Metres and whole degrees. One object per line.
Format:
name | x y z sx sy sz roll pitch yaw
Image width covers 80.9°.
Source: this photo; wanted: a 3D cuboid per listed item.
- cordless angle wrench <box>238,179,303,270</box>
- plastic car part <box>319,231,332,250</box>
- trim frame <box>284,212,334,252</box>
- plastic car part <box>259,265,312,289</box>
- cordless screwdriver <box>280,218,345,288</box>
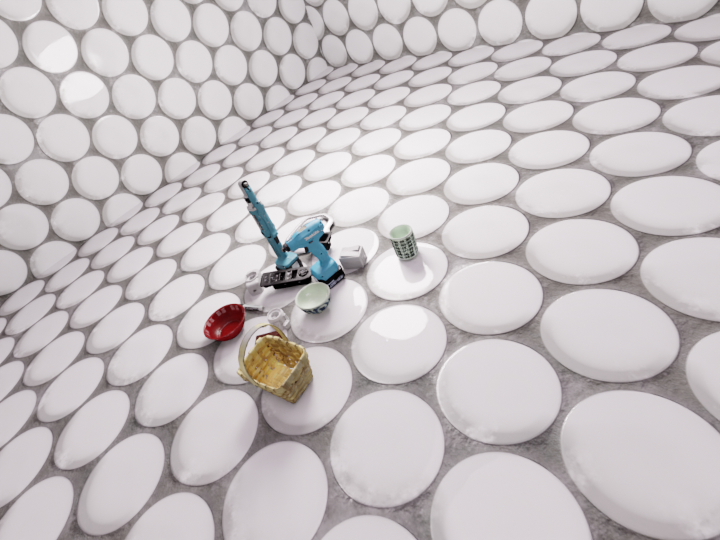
cordless angle wrench | -0.329 -0.147 1.509 0.103 0.403 0.074 17 52 42
plastic car part | -0.160 -0.105 1.639 0.121 0.068 0.066 -2 42 28
trim frame | -0.213 -0.157 1.764 0.194 0.026 0.247 11 51 38
plastic car part | -0.262 0.033 1.540 0.208 0.064 0.068 -13 39 17
cordless screwdriver | -0.159 -0.039 1.422 0.157 0.237 0.079 -36 37 -15
